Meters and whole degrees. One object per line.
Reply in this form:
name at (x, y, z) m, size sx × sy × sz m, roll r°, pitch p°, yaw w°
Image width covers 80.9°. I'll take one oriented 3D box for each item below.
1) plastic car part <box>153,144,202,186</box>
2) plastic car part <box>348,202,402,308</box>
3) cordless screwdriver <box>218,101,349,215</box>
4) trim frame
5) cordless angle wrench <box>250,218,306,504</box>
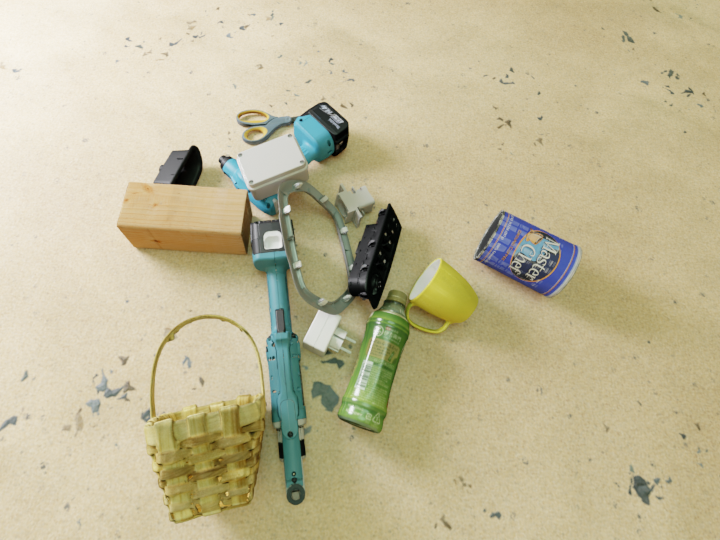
plastic car part at (-0.358, -0.187, 0.817) m, size 0.073 × 0.063 × 0.118 m, roll 3°, pitch 61°, yaw 12°
plastic car part at (0.022, -0.027, 0.738) m, size 0.069 × 0.063 × 0.206 m, roll -4°, pitch 48°, yaw 20°
cordless screwdriver at (-0.149, -0.237, 0.839) m, size 0.164 × 0.073 × 0.247 m, roll 40°, pitch 73°, yaw 14°
trim frame at (-0.070, -0.046, 0.717) m, size 0.174 × 0.028 × 0.255 m, roll 11°, pitch 60°, yaw -48°
cordless angle wrench at (-0.122, 0.126, 0.668) m, size 0.073 × 0.096 × 0.433 m, roll -6°, pitch 70°, yaw -8°
